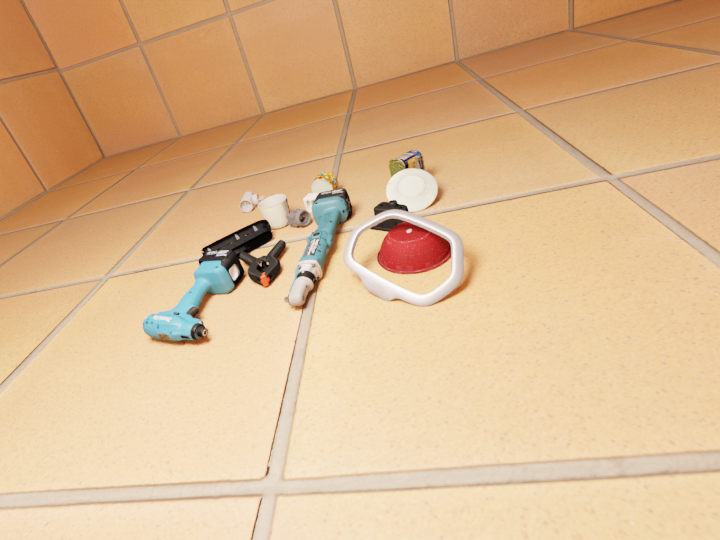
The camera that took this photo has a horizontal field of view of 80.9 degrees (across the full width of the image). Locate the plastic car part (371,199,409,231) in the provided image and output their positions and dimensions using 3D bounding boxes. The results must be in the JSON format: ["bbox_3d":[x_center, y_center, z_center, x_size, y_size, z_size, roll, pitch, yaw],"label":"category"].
[{"bbox_3d":[0.078,-0.134,1.010,0.123,0.068,0.065,11,41,44],"label":"plastic car part"}]

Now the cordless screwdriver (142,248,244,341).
[{"bbox_3d":[-0.339,0.055,0.923,0.166,0.071,0.249,0,39,27],"label":"cordless screwdriver"}]

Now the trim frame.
[{"bbox_3d":[0.079,-0.029,0.814,0.262,0.026,0.184,28,73,32],"label":"trim frame"}]

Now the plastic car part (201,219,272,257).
[{"bbox_3d":[-0.314,-0.071,1.118,0.199,0.064,0.071,-35,44,-27],"label":"plastic car part"}]

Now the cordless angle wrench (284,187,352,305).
[{"bbox_3d":[-0.097,-0.063,0.991,0.100,0.071,0.429,-8,34,15],"label":"cordless angle wrench"}]
